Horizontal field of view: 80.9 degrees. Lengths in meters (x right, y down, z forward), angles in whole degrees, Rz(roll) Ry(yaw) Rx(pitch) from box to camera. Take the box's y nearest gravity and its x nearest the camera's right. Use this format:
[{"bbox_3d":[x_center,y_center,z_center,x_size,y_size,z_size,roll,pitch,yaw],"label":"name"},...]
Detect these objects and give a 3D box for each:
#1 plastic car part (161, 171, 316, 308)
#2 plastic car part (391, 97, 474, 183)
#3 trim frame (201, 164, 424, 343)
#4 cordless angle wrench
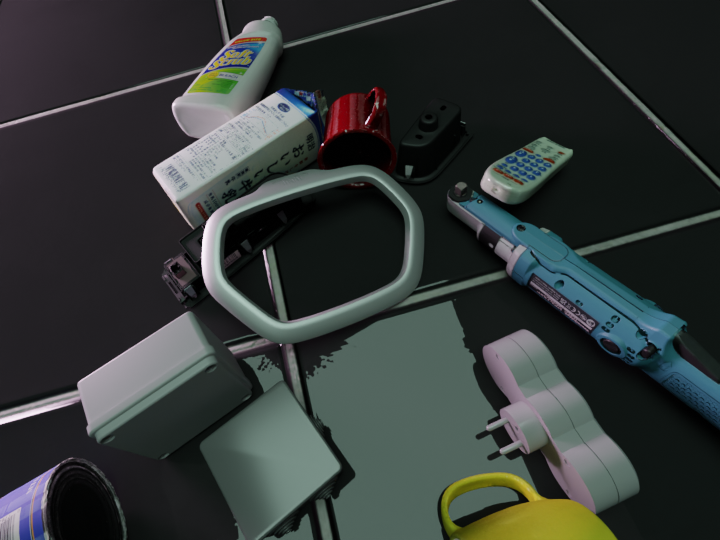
[{"bbox_3d":[-0.144,-0.051,0.495,0.201,0.064,0.070,-39,56,-17],"label":"plastic car part"},{"bbox_3d":[0.085,-0.165,0.517,0.069,0.068,0.116,30,65,22],"label":"plastic car part"},{"bbox_3d":[-0.044,-0.029,0.452,0.245,0.027,0.189,-21,75,-13],"label":"trim frame"},{"bbox_3d":[0.235,0.049,0.363,0.074,0.094,0.445,-36,57,-14],"label":"cordless angle wrench"}]
